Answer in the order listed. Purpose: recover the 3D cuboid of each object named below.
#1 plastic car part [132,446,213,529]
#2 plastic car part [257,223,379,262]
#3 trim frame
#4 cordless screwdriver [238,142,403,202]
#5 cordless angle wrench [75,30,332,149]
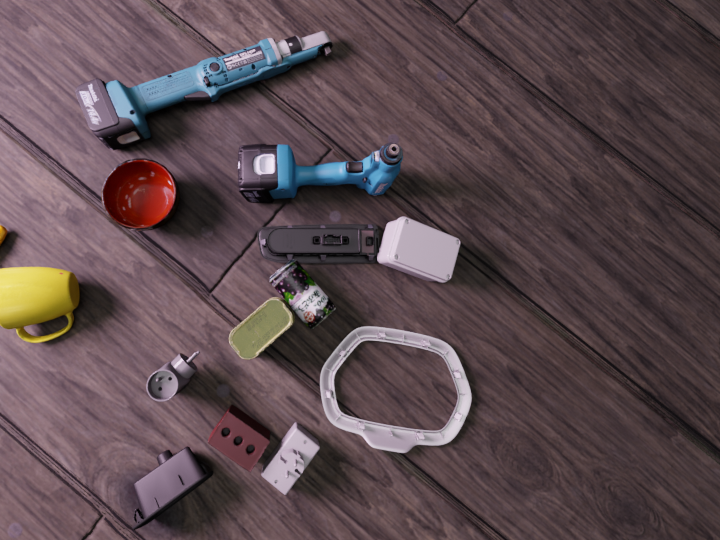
[{"bbox_3d":[-0.280,0.305,0.619,0.115,0.064,0.073,-37,74,-13],"label":"plastic car part"},{"bbox_3d":[-0.067,-0.044,0.686,0.202,0.067,0.066,0,91,-2],"label":"plastic car part"},{"bbox_3d":[0.058,0.189,0.676,0.246,0.027,0.185,12,82,-5],"label":"trim frame"},{"bbox_3d":[-0.063,-0.157,0.652,0.247,0.159,0.075,-1,85,-4],"label":"cordless screwdriver"},{"bbox_3d":[-0.242,-0.324,0.711,0.418,0.074,0.099,-25,86,-10],"label":"cordless angle wrench"}]
